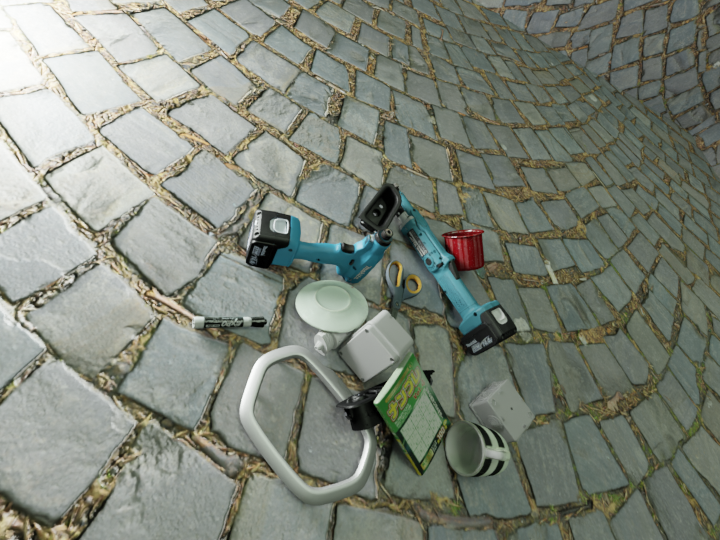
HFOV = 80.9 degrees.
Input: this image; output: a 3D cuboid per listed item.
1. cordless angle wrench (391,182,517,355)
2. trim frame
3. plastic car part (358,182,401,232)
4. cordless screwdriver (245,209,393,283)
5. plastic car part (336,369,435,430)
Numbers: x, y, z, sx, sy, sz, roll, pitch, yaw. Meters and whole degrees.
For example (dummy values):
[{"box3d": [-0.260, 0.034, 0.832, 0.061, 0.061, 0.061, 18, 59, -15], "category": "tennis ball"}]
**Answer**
[{"box3d": [0.171, -0.024, 0.937, 0.071, 0.098, 0.439, -13, 62, -36], "category": "cordless angle wrench"}, {"box3d": [-0.078, 0.233, 0.659, 0.253, 0.027, 0.180, 46, 50, 9], "category": "trim frame"}, {"box3d": [0.040, -0.131, 0.941, 0.065, 0.072, 0.116, 36, 65, -6], "category": "plastic car part"}, {"box3d": [-0.075, -0.049, 0.764, 0.240, 0.160, 0.076, 13, 56, -20], "category": "cordless screwdriver"}, {"box3d": [0.043, 0.215, 0.700, 0.193, 0.069, 0.067, -3, 84, -42], "category": "plastic car part"}]
